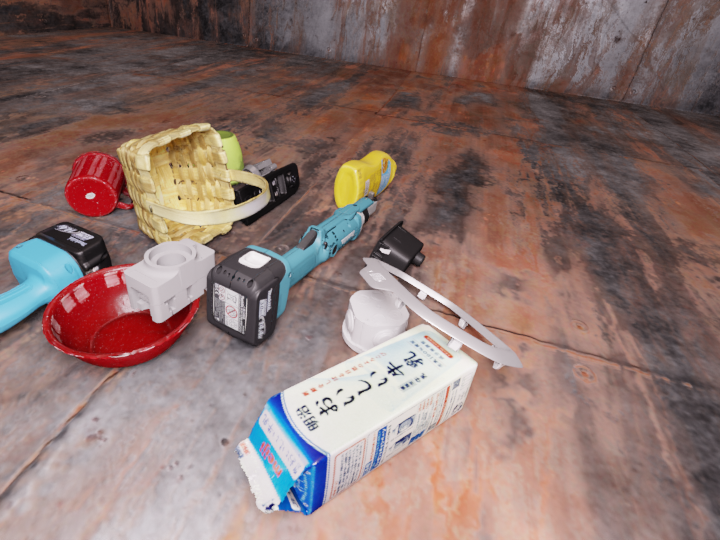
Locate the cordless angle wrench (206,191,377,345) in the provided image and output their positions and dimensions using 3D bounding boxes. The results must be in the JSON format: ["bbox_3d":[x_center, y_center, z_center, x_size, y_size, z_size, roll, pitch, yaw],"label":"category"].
[{"bbox_3d":[-0.064,-0.042,0.650,0.077,0.096,0.416,20,32,17],"label":"cordless angle wrench"}]

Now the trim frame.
[{"bbox_3d":[0.084,0.044,0.505,0.178,0.027,0.258,28,10,-21],"label":"trim frame"}]

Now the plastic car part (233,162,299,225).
[{"bbox_3d":[-0.184,-0.152,0.816,0.070,0.064,0.200,-3,27,33],"label":"plastic car part"}]

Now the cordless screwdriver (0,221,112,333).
[{"bbox_3d":[-0.429,0.033,0.491,0.164,0.072,0.249,15,39,13],"label":"cordless screwdriver"}]

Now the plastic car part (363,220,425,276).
[{"bbox_3d":[0.067,-0.031,0.676,0.073,0.065,0.114,36,38,13],"label":"plastic car part"}]
